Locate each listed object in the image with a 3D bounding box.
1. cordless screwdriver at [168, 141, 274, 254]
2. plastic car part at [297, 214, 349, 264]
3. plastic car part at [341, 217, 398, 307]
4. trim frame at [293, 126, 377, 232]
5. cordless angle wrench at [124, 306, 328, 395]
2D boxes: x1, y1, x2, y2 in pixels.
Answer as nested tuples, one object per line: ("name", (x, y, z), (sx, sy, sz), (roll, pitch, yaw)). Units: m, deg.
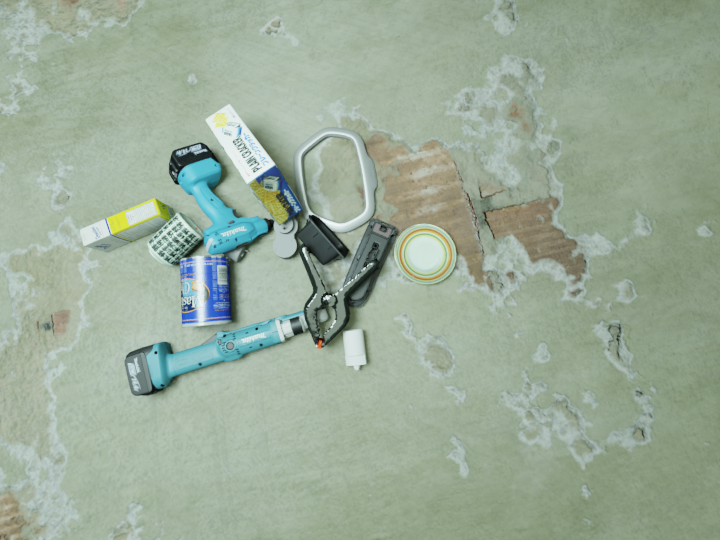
("cordless screwdriver", (-0.306, -0.163, 0.927), (0.154, 0.075, 0.254), (-24, 76, -34))
("plastic car part", (-0.089, -0.058, 0.911), (0.116, 0.066, 0.071), (45, 107, -4))
("plastic car part", (0.017, -0.013, 0.904), (0.066, 0.067, 0.203), (25, 86, -4))
("trim frame", (-0.056, -0.206, 0.954), (0.185, 0.027, 0.252), (-11, 79, 2))
("cordless angle wrench", (-0.271, 0.155, 0.890), (0.422, 0.074, 0.099), (-17, 83, -2))
